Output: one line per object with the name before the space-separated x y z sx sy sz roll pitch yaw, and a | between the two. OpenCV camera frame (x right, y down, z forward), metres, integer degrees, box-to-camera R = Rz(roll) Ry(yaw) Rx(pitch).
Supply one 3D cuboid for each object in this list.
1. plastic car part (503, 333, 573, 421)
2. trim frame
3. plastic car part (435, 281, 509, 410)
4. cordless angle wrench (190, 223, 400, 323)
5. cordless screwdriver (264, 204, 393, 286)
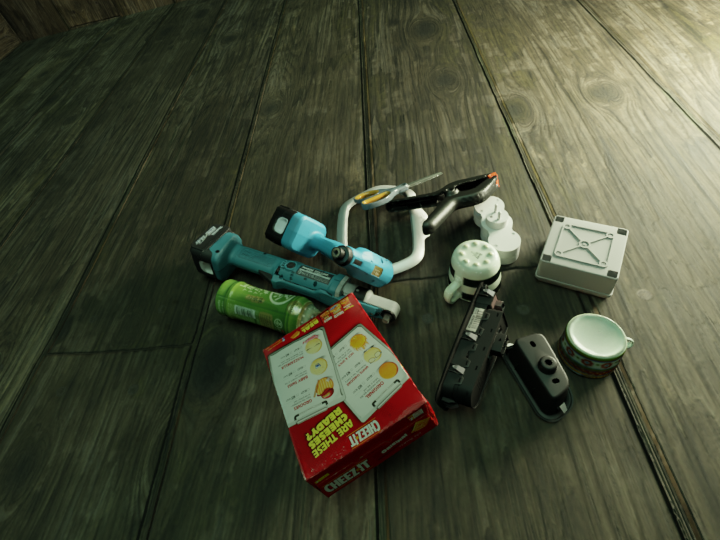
plastic car part | 0.248 0.134 0.578 0.066 0.068 0.122 -18 46 1
trim frame | 0.043 -0.086 0.847 0.187 0.026 0.256 -9 48 10
plastic car part | 0.170 0.117 0.613 0.071 0.063 0.202 16 59 35
cordless angle wrench | -0.129 0.010 0.789 0.441 0.071 0.097 17 47 24
cordless screwdriver | -0.073 -0.048 0.751 0.263 0.150 0.074 26 92 36
